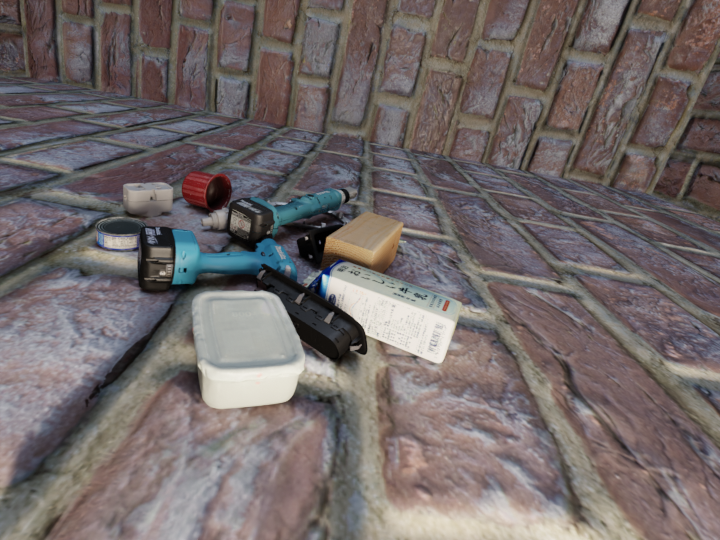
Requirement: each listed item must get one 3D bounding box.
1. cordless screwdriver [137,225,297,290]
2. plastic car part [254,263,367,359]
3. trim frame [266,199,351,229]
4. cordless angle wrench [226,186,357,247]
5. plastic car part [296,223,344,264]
[{"bbox_3d":[-0.240,-0.026,0.713,0.240,0.073,0.167,4,24,-24],"label":"cordless screwdriver"},{"bbox_3d":[-0.082,0.062,0.593,0.213,0.065,0.065,24,36,28],"label":"plastic car part"},{"bbox_3d":[-0.140,-0.137,1.053,0.246,0.027,0.189,10,25,-6],"label":"trim frame"},{"bbox_3d":[-0.124,-0.150,0.983,0.102,0.073,0.411,26,30,24],"label":"cordless angle wrench"},{"bbox_3d":[-0.083,-0.055,0.853,0.074,0.065,0.113,-8,9,34],"label":"plastic car part"}]
